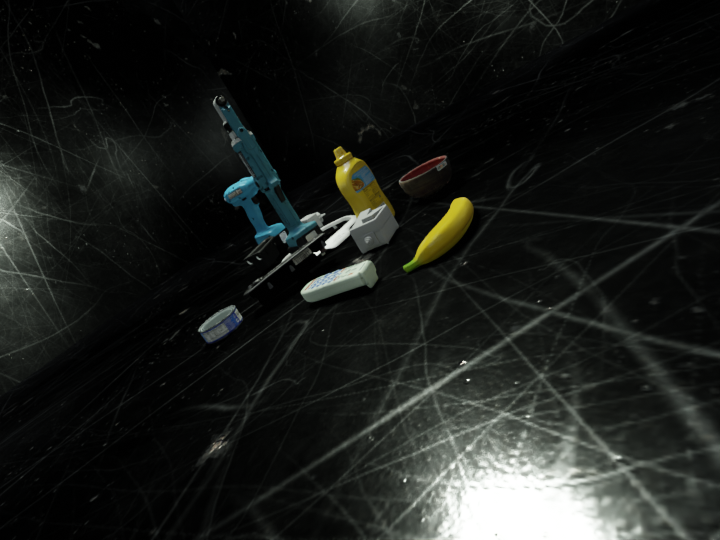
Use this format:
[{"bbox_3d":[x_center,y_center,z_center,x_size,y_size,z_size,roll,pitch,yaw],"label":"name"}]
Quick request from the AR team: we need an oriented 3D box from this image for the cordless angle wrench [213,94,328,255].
[{"bbox_3d":[-0.218,-0.213,0.988,0.073,0.414,0.101,-36,13,-24],"label":"cordless angle wrench"}]

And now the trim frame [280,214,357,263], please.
[{"bbox_3d":[-0.102,-0.067,1.041,0.245,0.027,0.191,-43,20,-33],"label":"trim frame"}]

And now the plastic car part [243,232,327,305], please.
[{"bbox_3d":[-0.145,0.002,0.858,0.201,0.065,0.068,-35,15,-10],"label":"plastic car part"}]

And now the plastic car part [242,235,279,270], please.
[{"bbox_3d":[-0.258,-0.041,1.166,0.068,0.069,0.116,-23,18,30],"label":"plastic car part"}]

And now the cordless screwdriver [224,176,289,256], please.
[{"bbox_3d":[-0.285,-0.160,1.247,0.164,0.243,0.073,-21,16,38],"label":"cordless screwdriver"}]
